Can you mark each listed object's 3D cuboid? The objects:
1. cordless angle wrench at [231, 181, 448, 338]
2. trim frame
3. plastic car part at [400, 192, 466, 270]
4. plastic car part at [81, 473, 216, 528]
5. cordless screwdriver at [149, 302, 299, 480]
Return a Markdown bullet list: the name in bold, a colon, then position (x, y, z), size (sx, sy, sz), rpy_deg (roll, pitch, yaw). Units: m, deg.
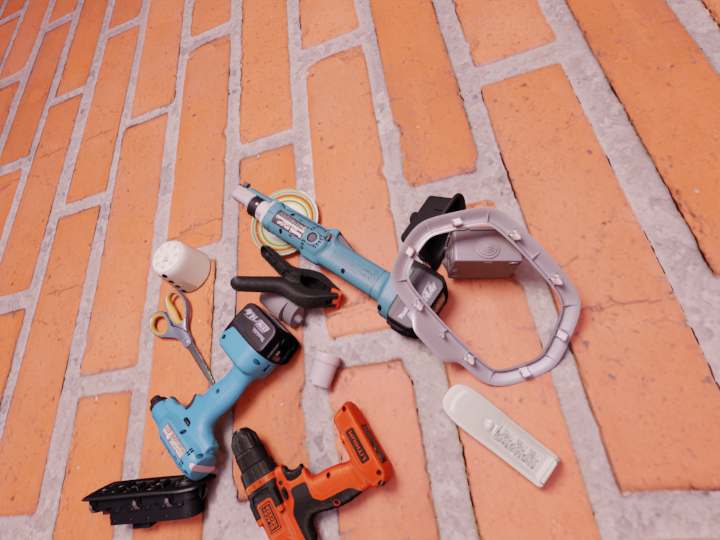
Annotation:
- **cordless angle wrench**: position (-0.067, -0.044, 0.684), size (0.444, 0.071, 0.098), rpy_deg (31, 81, 28)
- **trim frame**: position (0.154, 0.036, 0.525), size (0.185, 0.027, 0.246), rpy_deg (-42, 94, 13)
- **plastic car part**: position (0.105, -0.068, 0.650), size (0.075, 0.062, 0.116), rpy_deg (19, 71, 41)
- **plastic car part**: position (-0.309, 0.340, 0.624), size (0.206, 0.063, 0.069), rpy_deg (-17, 72, 14)
- **cordless screwdriver**: position (-0.221, 0.165, 0.657), size (0.168, 0.070, 0.248), rpy_deg (30, 80, 36)
